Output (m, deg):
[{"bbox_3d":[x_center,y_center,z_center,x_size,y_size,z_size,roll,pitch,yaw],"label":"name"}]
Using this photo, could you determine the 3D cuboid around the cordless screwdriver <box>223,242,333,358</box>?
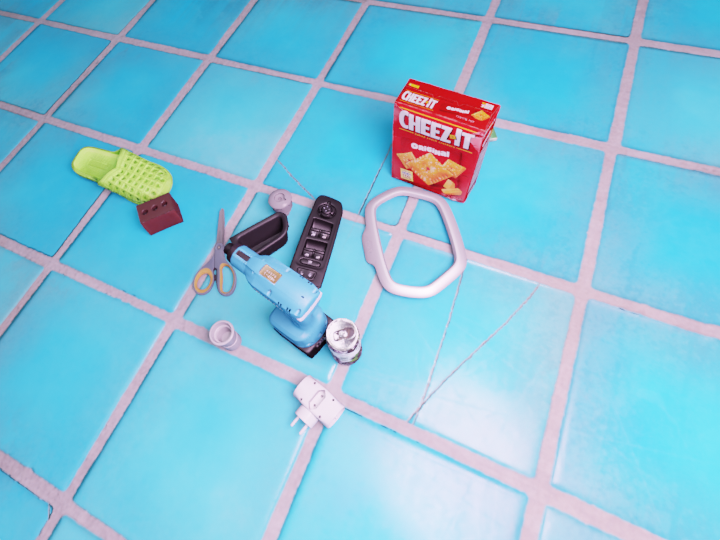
[{"bbox_3d":[-0.123,0.048,0.670,0.165,0.240,0.074,33,71,18],"label":"cordless screwdriver"}]

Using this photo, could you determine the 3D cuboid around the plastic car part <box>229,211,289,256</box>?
[{"bbox_3d":[-0.184,-0.056,0.828,0.116,0.068,0.069,-30,65,-8],"label":"plastic car part"}]

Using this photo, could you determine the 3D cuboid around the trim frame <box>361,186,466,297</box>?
[{"bbox_3d":[0.096,-0.061,0.813,0.185,0.026,0.257,-12,63,2],"label":"trim frame"}]

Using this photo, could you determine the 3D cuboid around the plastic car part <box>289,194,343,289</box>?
[{"bbox_3d":[-0.079,-0.052,0.812,0.068,0.065,0.205,9,65,10],"label":"plastic car part"}]
